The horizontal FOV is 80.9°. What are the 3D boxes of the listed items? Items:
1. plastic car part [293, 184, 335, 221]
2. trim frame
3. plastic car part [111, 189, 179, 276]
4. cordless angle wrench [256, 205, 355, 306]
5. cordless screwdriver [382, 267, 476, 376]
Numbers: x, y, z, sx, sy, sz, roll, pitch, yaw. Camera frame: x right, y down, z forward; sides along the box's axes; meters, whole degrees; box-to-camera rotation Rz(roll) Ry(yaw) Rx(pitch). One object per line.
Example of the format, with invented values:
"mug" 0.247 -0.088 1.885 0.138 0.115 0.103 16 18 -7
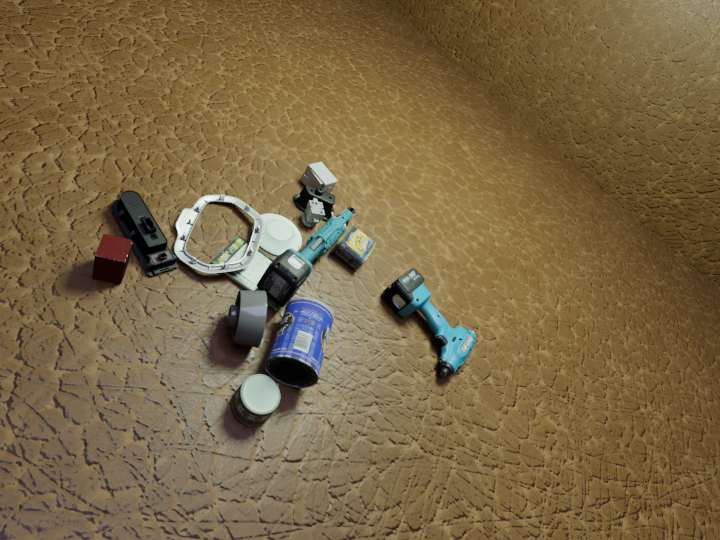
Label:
"plastic car part" -0.114 -0.190 1.133 0.113 0.071 0.068 23 44 -18
"trim frame" -0.313 -0.089 0.942 0.182 0.027 0.255 14 46 -8
"plastic car part" -0.442 -0.087 0.855 0.064 0.066 0.210 -25 66 -36
"cordless angle wrench" -0.099 -0.065 1.017 0.075 0.098 0.420 38 35 -1
"cordless screwdriver" 0.160 0.125 1.020 0.252 0.075 0.156 47 44 7
